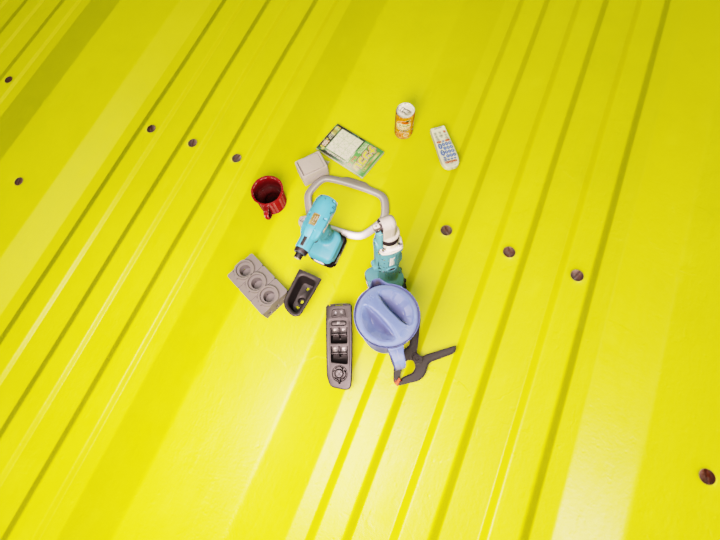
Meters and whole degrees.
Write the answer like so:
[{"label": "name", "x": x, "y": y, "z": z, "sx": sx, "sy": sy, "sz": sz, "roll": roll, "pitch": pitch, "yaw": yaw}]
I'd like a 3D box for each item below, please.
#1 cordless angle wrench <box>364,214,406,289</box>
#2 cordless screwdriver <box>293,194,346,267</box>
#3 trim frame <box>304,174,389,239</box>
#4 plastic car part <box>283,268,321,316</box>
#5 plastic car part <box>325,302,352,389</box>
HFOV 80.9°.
[{"label": "cordless angle wrench", "x": 0.057, "y": -0.025, "z": 0.917, "sx": 0.098, "sy": 0.411, "sz": 0.076, "roll": -18, "pitch": 73, "yaw": -3}, {"label": "cordless screwdriver", "x": -0.102, "y": -0.067, "z": 1.045, "sx": 0.076, "sy": 0.242, "sz": 0.159, "roll": 24, "pitch": 75, "yaw": 10}, {"label": "trim frame", "x": -0.042, "y": -0.183, "z": 1.194, "sx": 0.255, "sy": 0.027, "sz": 0.185, "roll": 18, "pitch": 74, "yaw": 14}, {"label": "plastic car part", "x": -0.152, "y": 0.067, "z": 1.096, "sx": 0.068, "sy": 0.069, "sz": 0.117, "roll": 23, "pitch": 75, "yaw": 12}, {"label": "plastic car part", "x": -0.051, "y": 0.187, "z": 1.040, "sx": 0.067, "sy": 0.065, "sz": 0.207, "roll": -3, "pitch": 70, "yaw": 4}]
